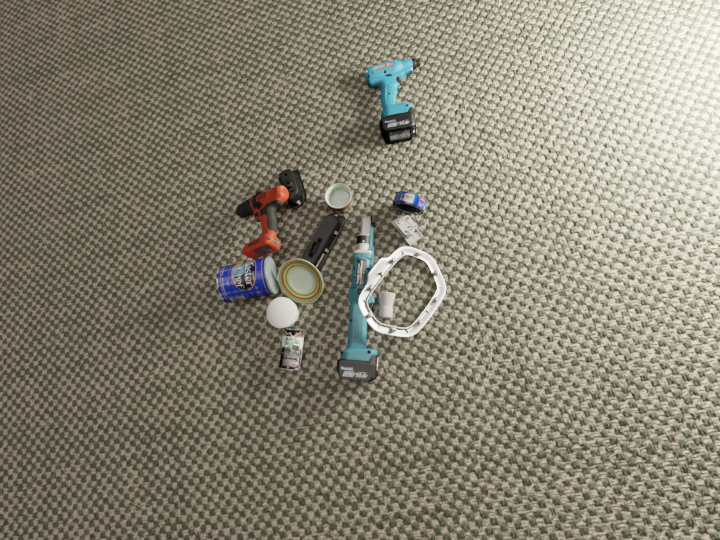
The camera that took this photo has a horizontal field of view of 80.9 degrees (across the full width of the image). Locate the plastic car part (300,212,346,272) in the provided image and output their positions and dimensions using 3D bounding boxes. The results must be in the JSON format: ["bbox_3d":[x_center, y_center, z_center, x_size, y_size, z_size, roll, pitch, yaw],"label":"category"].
[{"bbox_3d":[-0.112,-0.073,1.147,0.069,0.064,0.203,27,80,21],"label":"plastic car part"}]

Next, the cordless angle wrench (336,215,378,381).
[{"bbox_3d":[0.003,0.061,1.085,0.100,0.072,0.429,1,74,10],"label":"cordless angle wrench"}]

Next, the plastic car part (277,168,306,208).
[{"bbox_3d":[-0.197,-0.241,1.200,0.066,0.068,0.120,-23,71,5],"label":"plastic car part"}]

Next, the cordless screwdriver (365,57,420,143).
[{"bbox_3d":[0.111,-0.491,1.197,0.161,0.072,0.255,-13,71,8],"label":"cordless screwdriver"}]

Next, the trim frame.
[{"bbox_3d":[0.106,0.049,1.052,0.187,0.027,0.247,38,72,9],"label":"trim frame"}]
